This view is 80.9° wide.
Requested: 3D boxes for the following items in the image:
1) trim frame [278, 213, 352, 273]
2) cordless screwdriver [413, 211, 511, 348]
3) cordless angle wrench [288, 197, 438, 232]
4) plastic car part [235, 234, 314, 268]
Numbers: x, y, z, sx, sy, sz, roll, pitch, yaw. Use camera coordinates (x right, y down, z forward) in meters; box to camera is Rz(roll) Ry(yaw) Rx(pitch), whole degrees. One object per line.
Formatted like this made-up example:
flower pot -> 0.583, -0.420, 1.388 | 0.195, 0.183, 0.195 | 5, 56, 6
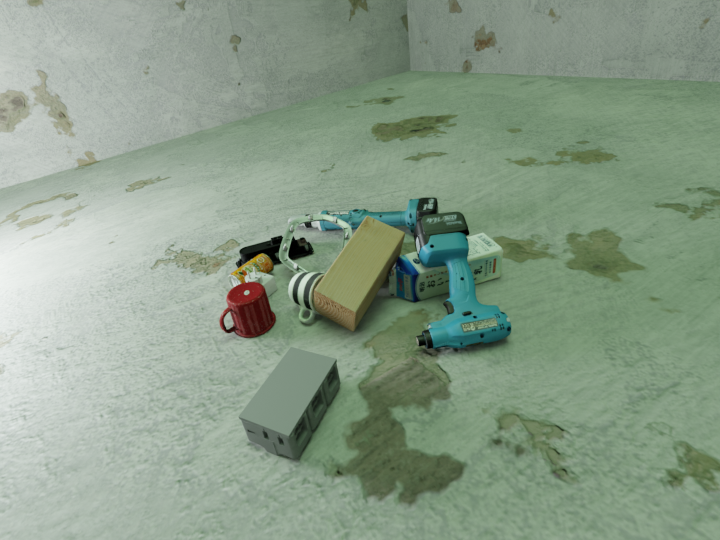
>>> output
trim frame -> -0.104, -0.068, 1.059 | 0.185, 0.027, 0.253 | 10, 42, 1
cordless screwdriver -> 0.153, 0.019, 0.777 | 0.159, 0.072, 0.257 | -12, 63, -2
cordless angle wrench -> -0.007, -0.142, 1.163 | 0.437, 0.072, 0.098 | 0, 33, 21
plastic car part -> -0.227, -0.050, 1.095 | 0.201, 0.064, 0.070 | -19, 40, -8
